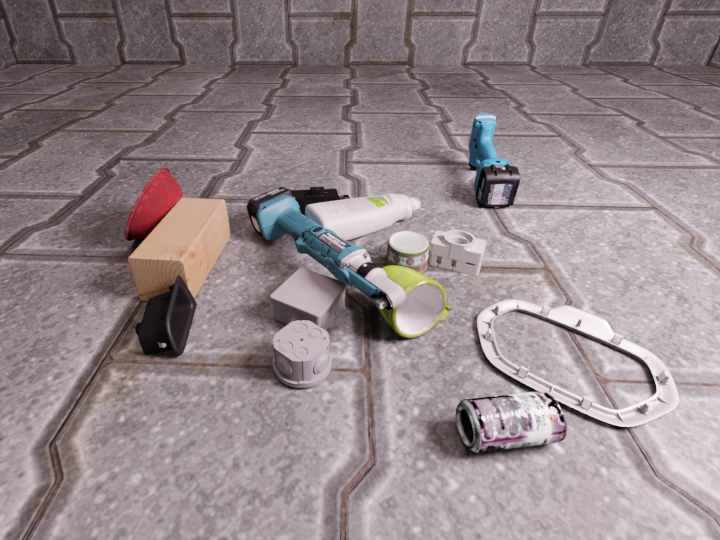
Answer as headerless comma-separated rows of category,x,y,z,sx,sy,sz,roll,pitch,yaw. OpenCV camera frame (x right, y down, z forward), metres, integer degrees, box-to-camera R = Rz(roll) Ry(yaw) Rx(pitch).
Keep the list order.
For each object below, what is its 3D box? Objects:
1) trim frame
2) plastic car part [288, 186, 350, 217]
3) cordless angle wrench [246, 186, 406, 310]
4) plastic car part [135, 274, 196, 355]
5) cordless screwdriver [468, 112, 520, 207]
trim frame,0.286,0.111,0.582,0.262,0.027,0.180,23,40,31
plastic car part,-0.113,-0.149,0.930,0.202,0.065,0.069,-6,42,-4
cordless angle wrench,-0.070,-0.046,0.712,0.096,0.071,0.448,-28,36,-22
plastic car part,-0.291,0.074,0.620,0.071,0.063,0.120,-14,38,5
cordless screwdriver,0.304,-0.246,1.018,0.075,0.153,0.256,0,50,2
